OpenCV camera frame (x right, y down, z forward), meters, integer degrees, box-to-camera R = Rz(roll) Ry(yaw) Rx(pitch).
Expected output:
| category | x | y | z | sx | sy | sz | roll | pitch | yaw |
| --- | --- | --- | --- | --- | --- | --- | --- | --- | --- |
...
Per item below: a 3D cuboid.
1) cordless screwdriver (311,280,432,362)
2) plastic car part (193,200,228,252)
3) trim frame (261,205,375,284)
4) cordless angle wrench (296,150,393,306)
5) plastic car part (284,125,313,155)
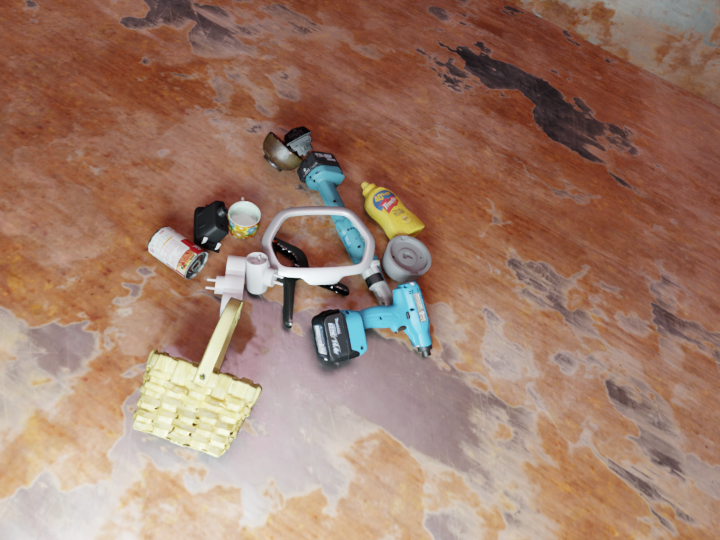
| category | x | y | z | sx | sy | sz | roll | pitch | yaw |
| --- | --- | --- | --- | --- | --- | --- | --- | --- | --- |
| cordless screwdriver | 0.034 | 0.127 | 0.853 | 0.242 | 0.076 | 0.160 | -15 | 87 | -24 |
| plastic car part | -0.317 | -0.109 | 0.917 | 0.062 | 0.072 | 0.121 | 30 | 39 | -49 |
| trim frame | -0.090 | -0.059 | 0.918 | 0.244 | 0.027 | 0.189 | -3 | 65 | -11 |
| cordless angle wrench | -0.027 | -0.099 | 1.000 | 0.093 | 0.075 | 0.438 | -3 | 59 | -44 |
| plastic car part | -0.156 | -0.334 | 1.090 | 0.066 | 0.064 | 0.211 | -35 | 30 | 3 |
